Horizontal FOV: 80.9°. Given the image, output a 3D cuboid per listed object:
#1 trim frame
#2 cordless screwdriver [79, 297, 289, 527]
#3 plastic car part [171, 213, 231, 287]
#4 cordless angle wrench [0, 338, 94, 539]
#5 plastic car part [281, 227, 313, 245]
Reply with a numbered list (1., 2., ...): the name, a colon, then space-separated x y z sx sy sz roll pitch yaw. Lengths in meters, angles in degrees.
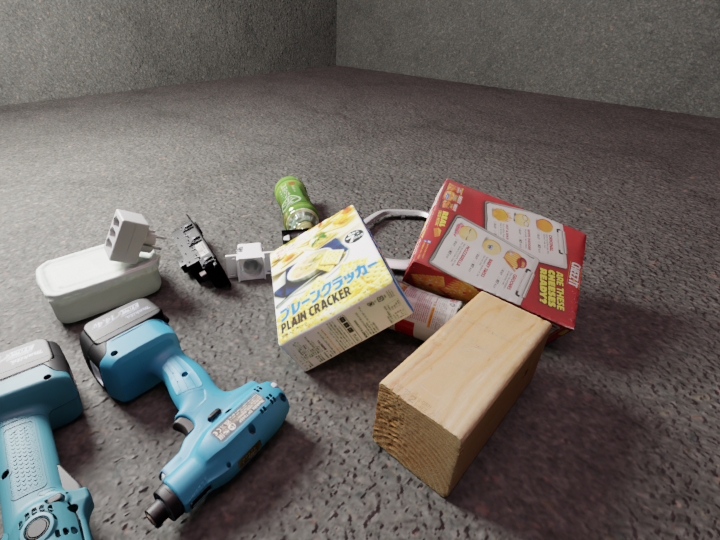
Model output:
1. trim frame: 0.078 -0.065 0.812 0.193 0.027 0.244 17 34 26
2. cordless screwdriver: -0.218 0.136 0.456 0.261 0.072 0.156 24 39 27
3. plastic car part: -0.286 -0.032 0.736 0.067 0.063 0.214 -35 42 -7
4. cordless angle wrench: -0.246 0.215 0.336 0.095 0.072 0.448 -23 41 -33
5. plastic car part: -0.071 -0.046 0.725 0.114 0.066 0.072 -7 -3 -14
